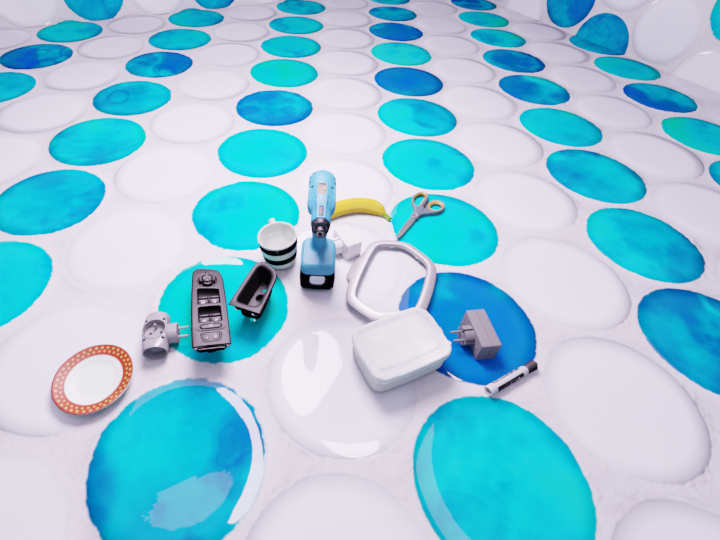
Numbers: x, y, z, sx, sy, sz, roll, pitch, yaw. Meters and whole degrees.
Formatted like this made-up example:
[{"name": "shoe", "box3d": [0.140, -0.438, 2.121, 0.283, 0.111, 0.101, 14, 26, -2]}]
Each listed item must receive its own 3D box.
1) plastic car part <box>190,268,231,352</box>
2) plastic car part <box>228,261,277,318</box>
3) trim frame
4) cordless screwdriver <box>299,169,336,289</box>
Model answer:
[{"name": "plastic car part", "box3d": [-0.287, 0.077, 0.808, 0.065, 0.065, 0.212, -9, 48, -15]}, {"name": "plastic car part", "box3d": [-0.203, 0.049, 0.838, 0.067, 0.069, 0.117, 15, 47, 8]}, {"name": "trim frame", "box3d": [0.065, 0.017, 0.912, 0.188, 0.027, 0.250, 15, 47, 11]}, {"name": "cordless screwdriver", "box3d": [-0.080, -0.053, 0.822, 0.074, 0.242, 0.164, 3, 46, -5]}]
